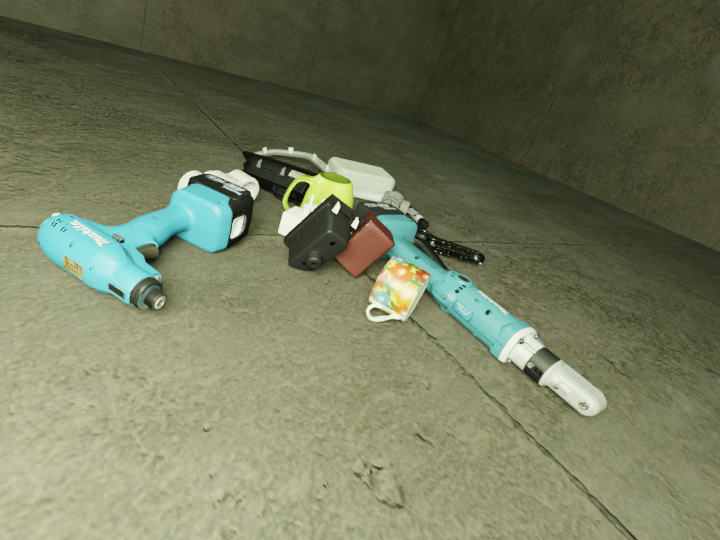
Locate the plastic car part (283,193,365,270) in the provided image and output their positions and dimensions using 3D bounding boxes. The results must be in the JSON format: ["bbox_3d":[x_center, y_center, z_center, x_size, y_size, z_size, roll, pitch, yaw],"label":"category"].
[{"bbox_3d":[-0.057,-0.037,0.581,0.063,0.118,0.073,37,33,-29],"label":"plastic car part"}]

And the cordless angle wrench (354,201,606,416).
[{"bbox_3d":[0.134,0.032,0.597,0.093,0.073,0.447,-4,35,-39],"label":"cordless angle wrench"}]

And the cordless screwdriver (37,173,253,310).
[{"bbox_3d":[-0.219,-0.041,0.508,0.165,0.073,0.244,26,30,16],"label":"cordless screwdriver"}]

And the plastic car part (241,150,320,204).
[{"bbox_3d":[-0.152,-0.171,0.816,0.211,0.067,0.064,27,-17,20],"label":"plastic car part"}]

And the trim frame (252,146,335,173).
[{"bbox_3d":[-0.159,-0.234,0.952,0.179,0.027,0.262,-12,38,-23],"label":"trim frame"}]
